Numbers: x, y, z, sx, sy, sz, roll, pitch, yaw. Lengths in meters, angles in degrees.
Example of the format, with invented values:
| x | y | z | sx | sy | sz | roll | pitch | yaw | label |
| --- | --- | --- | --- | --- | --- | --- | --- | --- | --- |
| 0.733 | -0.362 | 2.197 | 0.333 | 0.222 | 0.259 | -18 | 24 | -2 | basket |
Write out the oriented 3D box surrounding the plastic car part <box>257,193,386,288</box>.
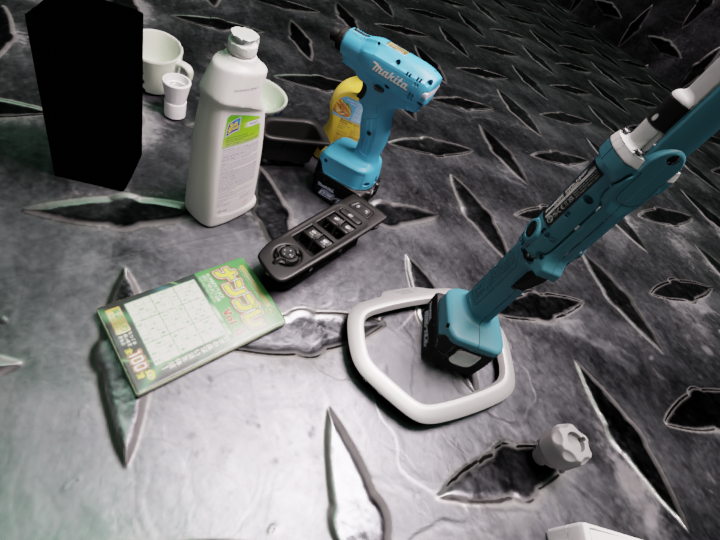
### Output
| x | y | z | sx | sy | sz | roll | pitch | yaw | label |
| --- | --- | --- | --- | --- | --- | --- | --- | --- | --- |
| -0.056 | -0.036 | 0.570 | 0.068 | 0.066 | 0.198 | 44 | 48 | 14 | plastic car part |

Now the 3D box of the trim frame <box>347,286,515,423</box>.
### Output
| x | y | z | sx | sy | sz | roll | pitch | yaw | label |
| --- | --- | --- | --- | --- | --- | --- | --- | --- | --- |
| 0.095 | 0.094 | 0.544 | 0.239 | 0.027 | 0.192 | -9 | 54 | -28 | trim frame |

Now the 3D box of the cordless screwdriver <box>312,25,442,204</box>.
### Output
| x | y | z | sx | sy | sz | roll | pitch | yaw | label |
| --- | --- | --- | --- | --- | --- | --- | --- | --- | --- |
| -0.008 | -0.214 | 0.621 | 0.162 | 0.247 | 0.073 | 37 | 46 | 7 | cordless screwdriver |

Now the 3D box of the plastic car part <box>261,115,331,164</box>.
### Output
| x | y | z | sx | sy | sz | roll | pitch | yaw | label |
| --- | --- | --- | --- | --- | --- | --- | --- | --- | --- |
| -0.119 | -0.206 | 0.692 | 0.112 | 0.070 | 0.069 | -7 | 55 | -29 | plastic car part |

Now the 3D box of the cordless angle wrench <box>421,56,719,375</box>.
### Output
| x | y | z | sx | sy | sz | roll | pitch | yaw | label |
| --- | --- | --- | --- | --- | --- | --- | --- | --- | --- |
| 0.192 | -0.029 | 0.419 | 0.073 | 0.421 | 0.100 | 22 | 46 | -9 | cordless angle wrench |
